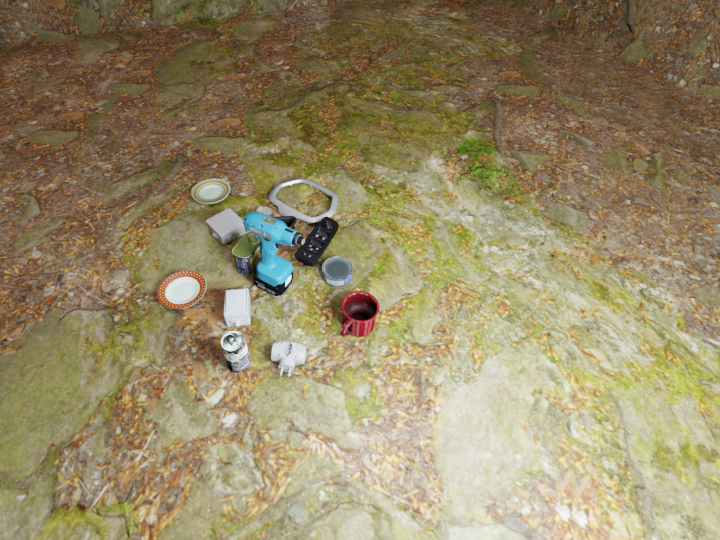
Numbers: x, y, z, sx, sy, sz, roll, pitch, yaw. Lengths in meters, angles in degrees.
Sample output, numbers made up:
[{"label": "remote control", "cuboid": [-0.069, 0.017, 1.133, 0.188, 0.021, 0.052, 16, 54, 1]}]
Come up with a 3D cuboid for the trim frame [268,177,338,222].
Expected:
[{"label": "trim frame", "cuboid": [-0.188, -0.233, 1.398, 0.260, 0.027, 0.182, 30, 55, 24]}]

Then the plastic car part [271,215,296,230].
[{"label": "plastic car part", "cuboid": [-0.248, -0.119, 1.269, 0.116, 0.069, 0.068, -4, 49, -4]}]

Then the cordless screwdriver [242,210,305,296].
[{"label": "cordless screwdriver", "cuboid": [-0.210, -0.033, 1.077, 0.165, 0.241, 0.074, 24, 51, 17]}]

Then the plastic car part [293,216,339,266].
[{"label": "plastic car part", "cuboid": [-0.121, -0.079, 1.235, 0.068, 0.065, 0.203, 17, 51, 13]}]
